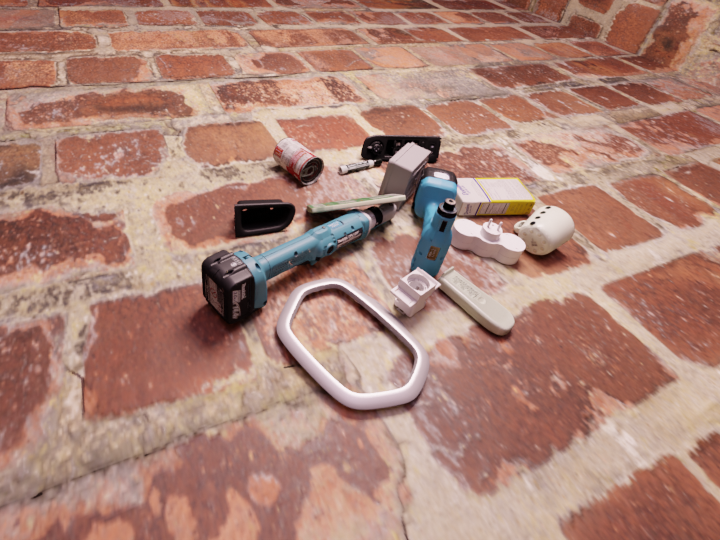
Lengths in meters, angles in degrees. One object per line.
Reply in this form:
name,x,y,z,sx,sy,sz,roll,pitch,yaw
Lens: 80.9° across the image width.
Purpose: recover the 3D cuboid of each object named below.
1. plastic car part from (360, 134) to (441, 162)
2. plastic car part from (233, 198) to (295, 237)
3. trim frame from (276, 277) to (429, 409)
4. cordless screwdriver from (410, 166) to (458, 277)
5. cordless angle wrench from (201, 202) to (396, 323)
plastic car part,0.095,-0.313,1.061,0.199,0.065,0.070,-4,36,-14
plastic car part,-0.191,-0.112,0.811,0.113,0.064,0.075,-10,34,-25
trim frame,-0.014,0.101,0.638,0.180,0.027,0.261,-32,55,-34
cordless screwdriver,0.145,-0.119,0.800,0.075,0.156,0.253,14,42,0
cordless angle wrench,-0.072,-0.047,0.740,0.078,0.096,0.411,36,46,27
